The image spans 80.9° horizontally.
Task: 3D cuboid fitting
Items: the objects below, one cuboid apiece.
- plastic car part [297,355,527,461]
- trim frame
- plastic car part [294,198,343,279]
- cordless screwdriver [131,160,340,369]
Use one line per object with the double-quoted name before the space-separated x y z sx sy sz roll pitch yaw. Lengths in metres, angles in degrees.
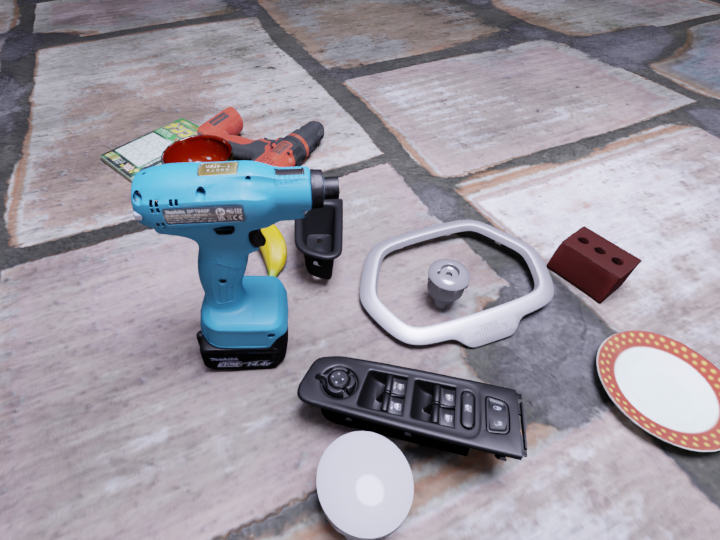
"plastic car part" 0.042 0.131 0.405 0.207 0.065 0.067 11 48 11
"trim frame" 0.118 0.010 0.540 0.244 0.026 0.193 -16 49 -13
"plastic car part" -0.055 -0.036 0.558 0.066 0.069 0.120 -1 47 -3
"cordless screwdriver" -0.101 0.003 0.407 0.158 0.241 0.077 -2 48 -4
